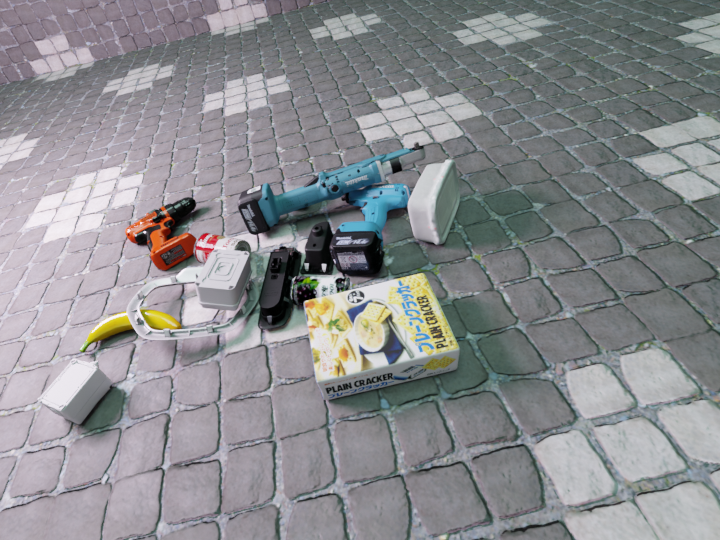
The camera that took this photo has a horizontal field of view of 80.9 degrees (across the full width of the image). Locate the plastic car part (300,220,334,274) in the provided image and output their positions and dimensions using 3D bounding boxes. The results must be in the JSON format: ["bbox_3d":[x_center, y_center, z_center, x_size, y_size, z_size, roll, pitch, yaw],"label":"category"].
[{"bbox_3d":[-0.085,-0.055,0.866,0.067,0.068,0.119,1,49,12],"label":"plastic car part"}]

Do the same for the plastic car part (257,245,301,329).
[{"bbox_3d":[-0.158,0.021,0.819,0.067,0.065,0.209,-1,48,2],"label":"plastic car part"}]

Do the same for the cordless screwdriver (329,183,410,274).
[{"bbox_3d":[0.000,-0.101,0.890,0.166,0.071,0.250,2,43,25],"label":"cordless screwdriver"}]

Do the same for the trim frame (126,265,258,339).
[{"bbox_3d":[-0.322,0.058,0.815,0.247,0.027,0.191,-6,39,-5],"label":"trim frame"}]

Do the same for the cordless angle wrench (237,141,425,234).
[{"bbox_3d":[-0.061,-0.191,0.940,0.426,0.094,0.077,-18,27,5],"label":"cordless angle wrench"}]
